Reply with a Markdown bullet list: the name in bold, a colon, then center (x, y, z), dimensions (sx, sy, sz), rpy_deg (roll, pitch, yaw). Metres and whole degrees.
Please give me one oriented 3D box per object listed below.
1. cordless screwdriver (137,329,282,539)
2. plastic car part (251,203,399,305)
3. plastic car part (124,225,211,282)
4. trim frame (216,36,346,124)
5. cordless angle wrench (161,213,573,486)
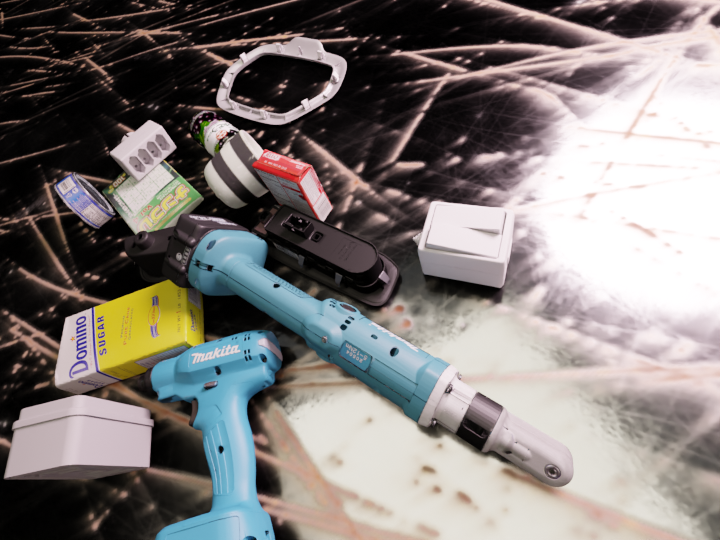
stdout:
- **cordless screwdriver**: center (-0.147, 0.184, 0.388), dimensions (0.161, 0.071, 0.258), rpy_deg (-18, 53, 9)
- **plastic car part**: center (-0.047, -0.031, 0.485), dimensions (0.213, 0.064, 0.066), rpy_deg (28, 62, 28)
- **plastic car part**: center (-0.258, -0.027, 0.550), dimensions (0.119, 0.068, 0.068), rpy_deg (-6, 59, 12)
- **trim frame**: center (-0.139, -0.321, 0.706), dimensions (0.262, 0.026, 0.184), rpy_deg (26, 71, 32)
- **cordless angle wrench**: center (-0.022, 0.058, 0.406), dimensions (0.443, 0.094, 0.074), rpy_deg (27, 102, 26)
